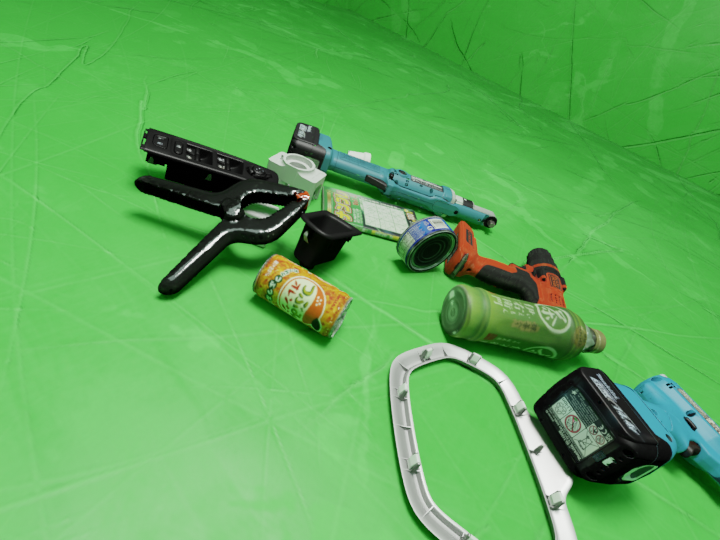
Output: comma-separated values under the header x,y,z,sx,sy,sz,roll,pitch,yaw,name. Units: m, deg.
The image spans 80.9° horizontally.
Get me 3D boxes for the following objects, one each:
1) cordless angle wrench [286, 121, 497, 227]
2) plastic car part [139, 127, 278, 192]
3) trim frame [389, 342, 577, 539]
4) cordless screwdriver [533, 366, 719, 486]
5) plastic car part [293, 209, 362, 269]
x,y,z,sx,sy,sz,roll,pitch,yaw,name
0.066,-0.162,0.796,0.416,0.074,0.100,18,36,-9,cordless angle wrench
-0.219,-0.144,0.625,0.195,0.066,0.069,10,30,-24,plastic car part
0.119,0.169,0.425,0.181,0.027,0.256,14,34,-12,trim frame
0.321,0.187,0.453,0.238,0.074,0.167,11,36,-29,cordless screwdriver
-0.055,-0.036,0.565,0.068,0.070,0.114,32,20,12,plastic car part
